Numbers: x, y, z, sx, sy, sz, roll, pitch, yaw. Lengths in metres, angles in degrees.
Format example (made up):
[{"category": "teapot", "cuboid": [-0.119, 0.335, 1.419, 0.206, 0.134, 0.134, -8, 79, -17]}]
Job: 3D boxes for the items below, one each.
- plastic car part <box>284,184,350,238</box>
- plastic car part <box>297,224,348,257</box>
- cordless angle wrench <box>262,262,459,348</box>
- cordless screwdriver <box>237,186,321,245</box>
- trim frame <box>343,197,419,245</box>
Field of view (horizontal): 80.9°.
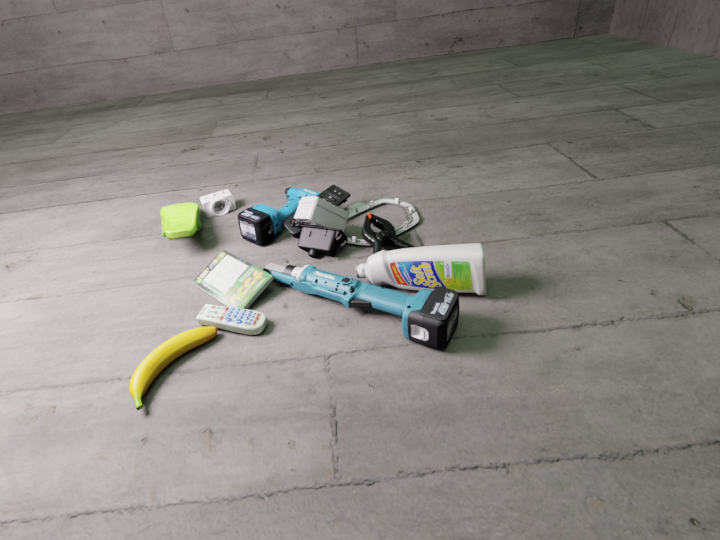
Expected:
[{"category": "plastic car part", "cuboid": [-0.118, -0.148, 1.106, 0.069, 0.065, 0.199, 39, 57, 19]}, {"category": "plastic car part", "cuboid": [-0.098, -0.064, 1.002, 0.121, 0.063, 0.072, 6, 70, 21]}, {"category": "cordless angle wrench", "cuboid": [-0.025, 0.042, 0.843, 0.444, 0.071, 0.097, 14, 42, 30]}, {"category": "cordless screwdriver", "cuboid": [-0.224, -0.164, 1.151, 0.168, 0.072, 0.243, 24, 43, 36]}, {"category": "trim frame", "cuboid": [0.034, -0.132, 1.095, 0.243, 0.026, 0.195, -30, 41, -24]}]
